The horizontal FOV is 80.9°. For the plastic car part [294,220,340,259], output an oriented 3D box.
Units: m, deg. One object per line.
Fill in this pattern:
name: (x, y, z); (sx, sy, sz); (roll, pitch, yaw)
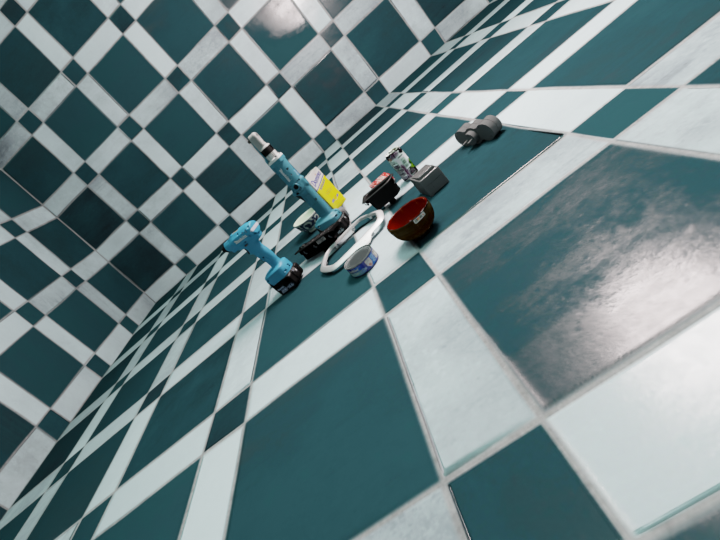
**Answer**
plastic car part: (-0.133, -0.087, 1.356); (0.209, 0.065, 0.066); (-23, 27, 42)

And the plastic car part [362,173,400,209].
plastic car part: (0.069, -0.223, 1.250); (0.118, 0.069, 0.067); (-34, 21, 23)

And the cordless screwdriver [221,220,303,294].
cordless screwdriver: (-0.309, -0.030, 1.319); (0.163, 0.241, 0.075); (-31, 20, 32)

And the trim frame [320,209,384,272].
trim frame: (-0.025, -0.084, 1.216); (0.248, 0.026, 0.191); (-45, 21, -4)

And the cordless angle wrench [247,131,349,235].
cordless angle wrench: (-0.200, -0.274, 1.351); (0.100, 0.410, 0.075); (-34, 19, 28)
